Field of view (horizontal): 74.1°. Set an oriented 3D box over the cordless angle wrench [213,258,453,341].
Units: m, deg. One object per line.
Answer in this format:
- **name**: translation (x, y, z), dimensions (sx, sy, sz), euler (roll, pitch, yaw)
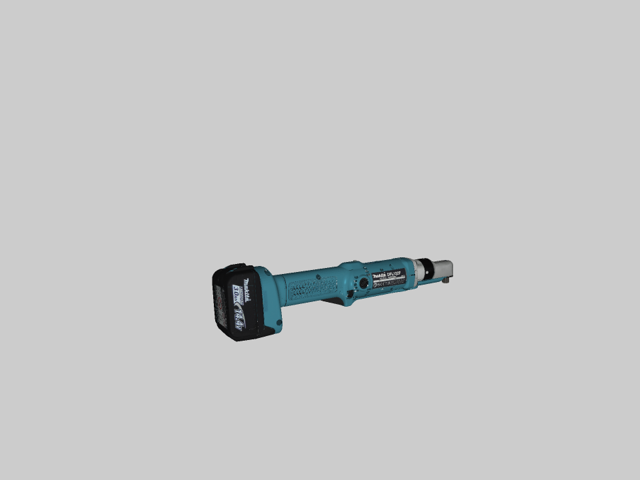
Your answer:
- **cordless angle wrench**: translation (0.051, 0.066, 0.661), dimensions (0.422, 0.098, 0.074), euler (-6, 6, -29)
